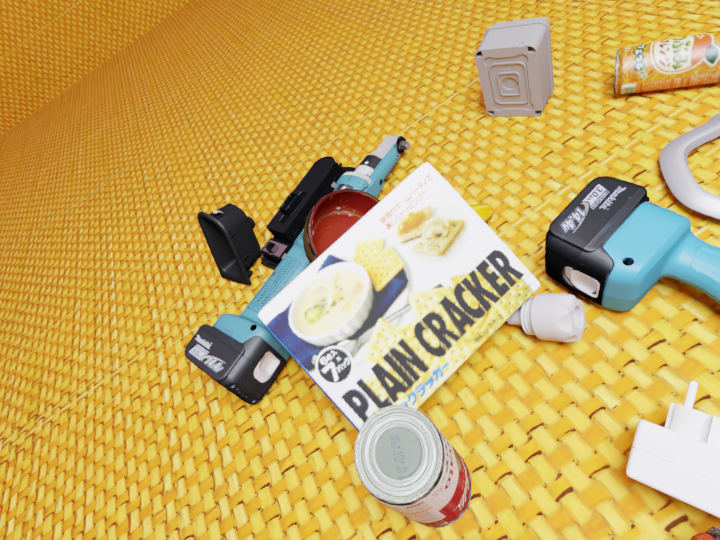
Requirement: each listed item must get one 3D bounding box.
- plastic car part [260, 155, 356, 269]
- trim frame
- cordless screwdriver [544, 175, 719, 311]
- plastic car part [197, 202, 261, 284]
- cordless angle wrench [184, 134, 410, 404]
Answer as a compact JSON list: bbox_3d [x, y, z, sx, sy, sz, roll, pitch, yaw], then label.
[{"bbox_3d":[-0.083,-0.095,0.629,0.070,0.063,0.202,14,61,43],"label":"plastic car part"},{"bbox_3d":[0.422,-0.112,0.382,0.252,0.026,0.192,-25,48,12],"label":"trim frame"},{"bbox_3d":[0.270,0.029,0.327,0.263,0.070,0.158,32,75,38],"label":"cordless screwdriver"},{"bbox_3d":[-0.182,-0.048,0.620,0.069,0.112,0.070,10,36,34],"label":"plastic car part"},{"bbox_3d":[-0.055,-0.036,0.561,0.103,0.070,0.422,17,63,37],"label":"cordless angle wrench"}]
